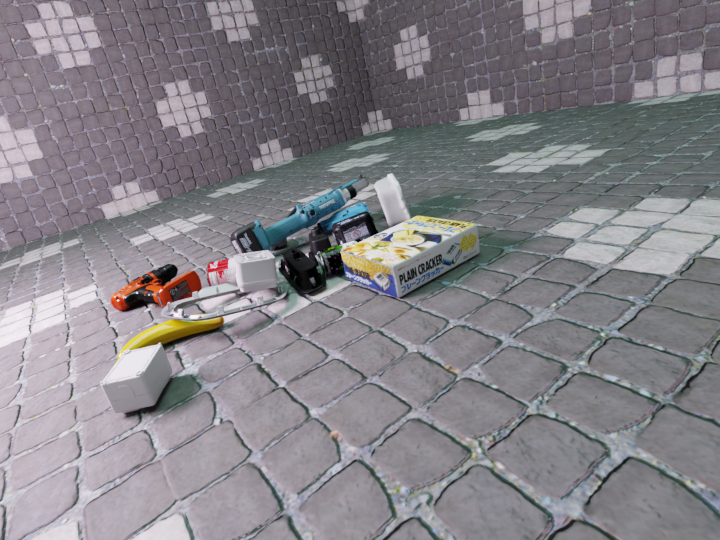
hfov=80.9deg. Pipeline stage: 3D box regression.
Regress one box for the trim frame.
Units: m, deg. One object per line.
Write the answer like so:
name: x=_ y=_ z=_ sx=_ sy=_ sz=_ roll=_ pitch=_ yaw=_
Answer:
trim frame: x=-0.257 y=0.053 z=0.818 sx=0.240 sy=0.027 sz=0.193 roll=-16 pitch=15 yaw=-28

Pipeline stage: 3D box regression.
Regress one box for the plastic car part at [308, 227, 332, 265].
plastic car part: x=-0.097 y=-0.064 z=0.994 sx=0.065 sy=0.069 sz=0.121 roll=-16 pitch=24 yaw=-10

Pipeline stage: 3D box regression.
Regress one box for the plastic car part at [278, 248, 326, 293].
plastic car part: x=-0.126 y=-0.007 z=0.896 sx=0.065 sy=0.065 sz=0.213 roll=-13 pitch=23 yaw=-19

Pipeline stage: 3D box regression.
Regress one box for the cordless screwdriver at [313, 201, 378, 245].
cordless screwdriver: x=-0.043 y=-0.107 z=1.064 sx=0.160 sy=0.072 sz=0.254 roll=-21 pitch=18 yaw=2

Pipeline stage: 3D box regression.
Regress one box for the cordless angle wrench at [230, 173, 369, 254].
cordless angle wrench: x=-0.140 y=-0.150 z=1.123 sx=0.415 sy=0.097 sz=0.077 roll=-33 pitch=9 yaw=-24
